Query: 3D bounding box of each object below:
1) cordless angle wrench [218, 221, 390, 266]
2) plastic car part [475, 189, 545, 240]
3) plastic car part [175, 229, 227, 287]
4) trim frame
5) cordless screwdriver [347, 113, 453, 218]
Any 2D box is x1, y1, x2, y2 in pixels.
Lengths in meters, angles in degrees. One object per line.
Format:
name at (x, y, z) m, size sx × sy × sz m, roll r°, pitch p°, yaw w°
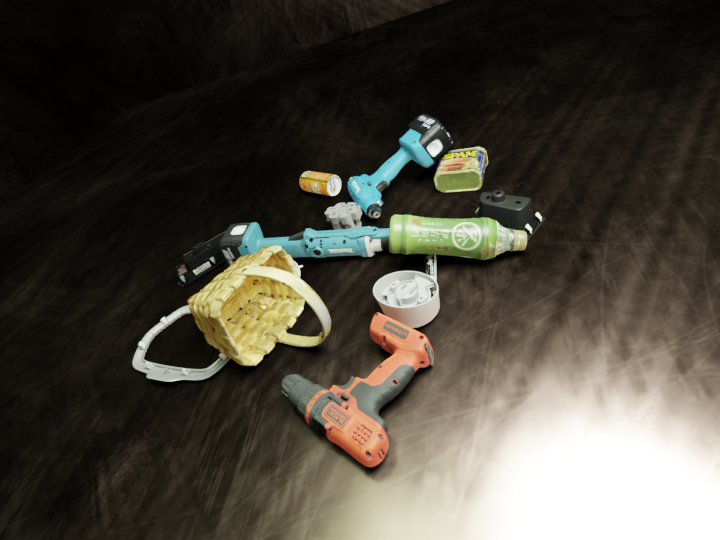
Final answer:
cordless angle wrench at (-0.085, -0.055, 0.865) m, size 0.436 × 0.094 × 0.075 m, roll -2°, pitch 41°, yaw 20°
plastic car part at (0.256, -0.109, 0.756) m, size 0.123 × 0.068 × 0.065 m, roll 24°, pitch 55°, yaw 40°
plastic car part at (-0.353, -0.044, 1.006) m, size 0.201 × 0.064 × 0.070 m, roll -29°, pitch 31°, yaw -12°
trim frame at (-0.330, 0.134, 0.810) m, size 0.259 × 0.026 × 0.185 m, roll 1°, pitch 45°, yaw 26°
cordless screwdriver at (0.088, -0.223, 0.933) m, size 0.250 × 0.070 × 0.167 m, roll -39°, pitch 37°, yaw 12°
